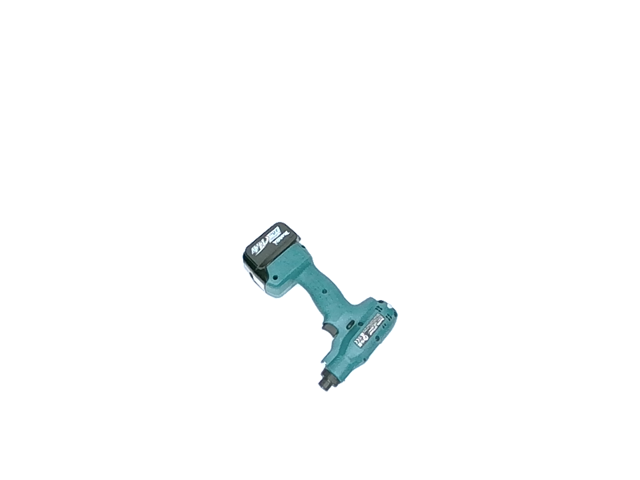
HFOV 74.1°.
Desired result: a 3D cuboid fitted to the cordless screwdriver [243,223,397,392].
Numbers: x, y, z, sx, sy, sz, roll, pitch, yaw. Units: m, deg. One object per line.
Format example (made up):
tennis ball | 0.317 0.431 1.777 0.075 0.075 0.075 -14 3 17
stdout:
cordless screwdriver | -0.020 0.099 0.661 0.249 0.158 0.074 39 -21 13
